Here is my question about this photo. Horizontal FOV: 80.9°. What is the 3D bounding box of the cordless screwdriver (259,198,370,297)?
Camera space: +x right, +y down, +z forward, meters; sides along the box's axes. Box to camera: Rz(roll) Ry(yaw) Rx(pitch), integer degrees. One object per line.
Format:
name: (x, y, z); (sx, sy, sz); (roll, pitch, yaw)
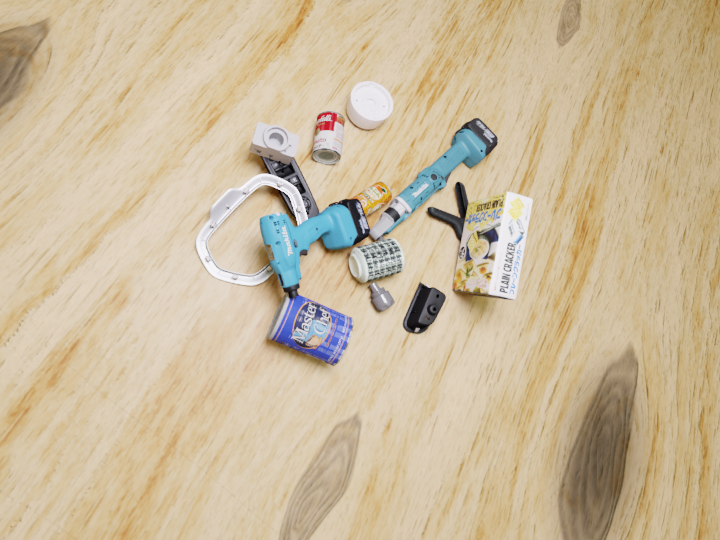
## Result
cordless screwdriver: (-0.083, -0.054, 0.848); (0.240, 0.077, 0.158); (-22, 97, -45)

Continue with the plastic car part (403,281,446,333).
plastic car part: (0.147, 0.083, 0.920); (0.065, 0.071, 0.117); (32, 66, -6)

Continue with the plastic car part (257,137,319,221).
plastic car part: (-0.163, -0.193, 0.922); (0.065, 0.068, 0.204); (-29, 87, -29)

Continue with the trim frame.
trim frame: (-0.220, -0.084, 0.868); (0.183, 0.028, 0.248); (43, 85, -3)

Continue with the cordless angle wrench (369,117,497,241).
cordless angle wrench: (0.167, -0.214, 1.018); (0.098, 0.075, 0.419); (47, 70, 0)
